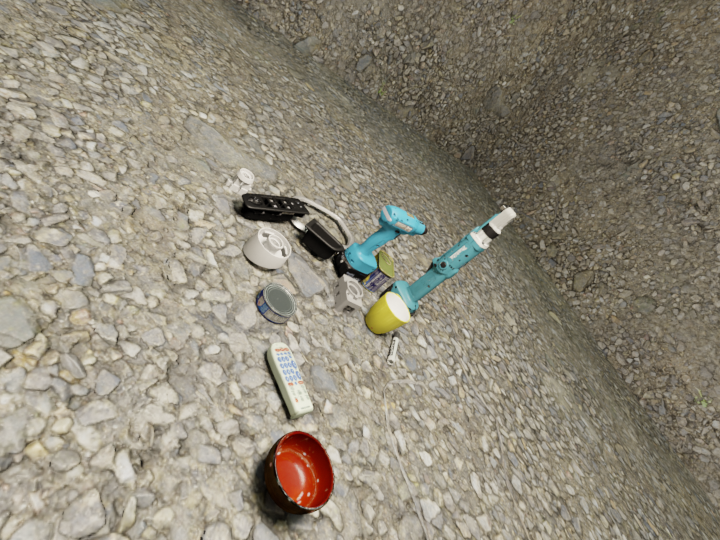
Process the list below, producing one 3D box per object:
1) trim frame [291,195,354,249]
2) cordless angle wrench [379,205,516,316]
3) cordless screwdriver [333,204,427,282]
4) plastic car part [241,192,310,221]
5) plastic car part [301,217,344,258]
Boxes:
[{"bbox_3d":[-0.117,-0.137,1.247,0.237,0.028,0.191,27,33,-29],"label":"trim frame"},{"bbox_3d":[0.227,-0.015,1.109,0.071,0.427,0.102,4,50,-51],"label":"cordless angle wrench"},{"bbox_3d":[0.054,-0.065,1.138,0.151,0.251,0.078,19,40,-40],"label":"cordless screwdriver"},{"bbox_3d":[-0.230,-0.160,1.094,0.193,0.068,0.069,2,51,-51],"label":"plastic car part"},{"bbox_3d":[-0.110,-0.072,1.126,0.117,0.071,0.065,45,29,0],"label":"plastic car part"}]
